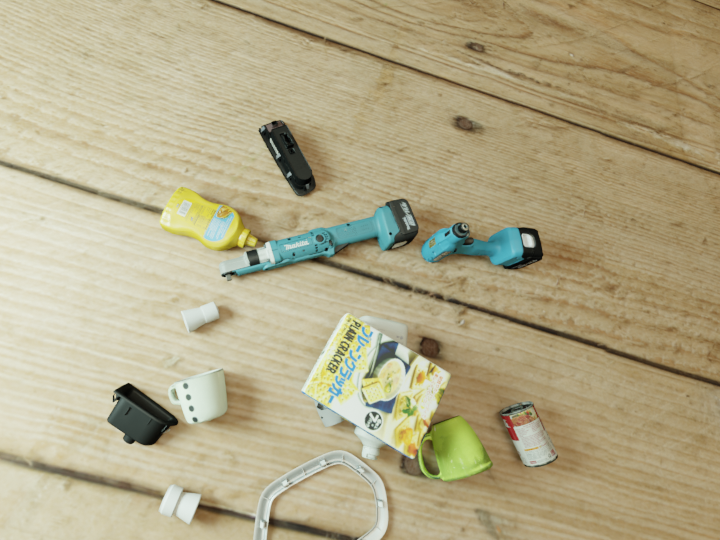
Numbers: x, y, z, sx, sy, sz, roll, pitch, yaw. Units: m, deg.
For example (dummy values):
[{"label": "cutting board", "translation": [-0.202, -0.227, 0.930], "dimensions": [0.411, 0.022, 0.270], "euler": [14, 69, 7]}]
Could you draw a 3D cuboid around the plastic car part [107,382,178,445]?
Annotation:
[{"label": "plastic car part", "translation": [-0.383, 0.258, 0.725], "dimensions": [0.117, 0.066, 0.071], "euler": [38, 82, 0]}]

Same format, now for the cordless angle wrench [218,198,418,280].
[{"label": "cordless angle wrench", "translation": [-0.087, -0.057, 0.893], "dimensions": [0.416, 0.074, 0.100], "euler": [-16, 74, -14]}]

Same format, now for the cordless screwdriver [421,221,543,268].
[{"label": "cordless screwdriver", "translation": [0.275, -0.059, 0.913], "dimensions": [0.244, 0.159, 0.076], "euler": [2, 72, -14]}]

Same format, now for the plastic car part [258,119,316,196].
[{"label": "plastic car part", "translation": [-0.159, -0.266, 0.964], "dimensions": [0.064, 0.067, 0.207], "euler": [-22, 78, -27]}]

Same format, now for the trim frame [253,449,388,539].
[{"label": "trim frame", "translation": [-0.066, 0.431, 0.733], "dimensions": [0.243, 0.027, 0.188], "euler": [-20, 76, -19]}]
